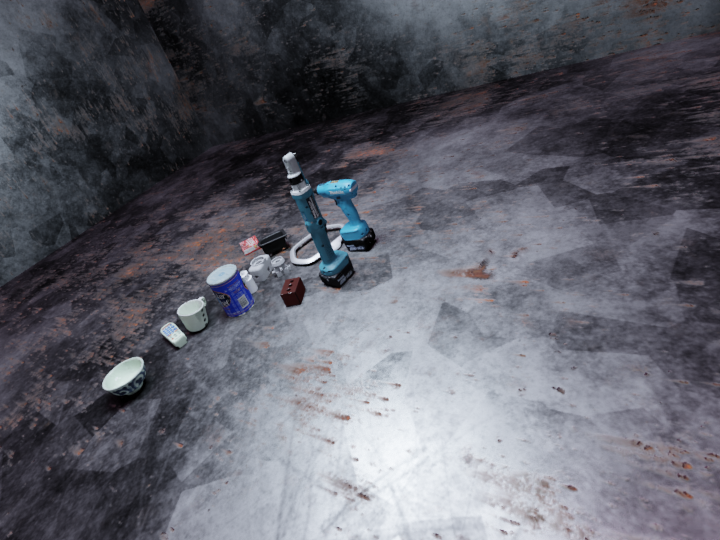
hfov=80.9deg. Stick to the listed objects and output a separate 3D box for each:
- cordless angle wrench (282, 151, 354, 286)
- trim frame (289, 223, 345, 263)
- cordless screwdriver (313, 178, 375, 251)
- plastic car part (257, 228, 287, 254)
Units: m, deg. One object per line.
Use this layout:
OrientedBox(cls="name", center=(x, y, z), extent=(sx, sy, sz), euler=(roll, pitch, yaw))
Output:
OrientedBox(cls="cordless angle wrench", center=(-0.131, -0.141, 1.219), extent=(0.078, 0.406, 0.096), euler=(10, 42, 44))
OrientedBox(cls="trim frame", center=(-0.150, -0.098, 1.529), extent=(0.245, 0.026, 0.195), euler=(-39, 35, -24))
OrientedBox(cls="cordless screwdriver", center=(-0.054, -0.182, 1.391), extent=(0.167, 0.239, 0.074), euler=(2, 37, 36))
OrientedBox(cls="plastic car part", center=(-0.328, -0.099, 1.608), extent=(0.115, 0.068, 0.069), euler=(-28, 31, -9))
